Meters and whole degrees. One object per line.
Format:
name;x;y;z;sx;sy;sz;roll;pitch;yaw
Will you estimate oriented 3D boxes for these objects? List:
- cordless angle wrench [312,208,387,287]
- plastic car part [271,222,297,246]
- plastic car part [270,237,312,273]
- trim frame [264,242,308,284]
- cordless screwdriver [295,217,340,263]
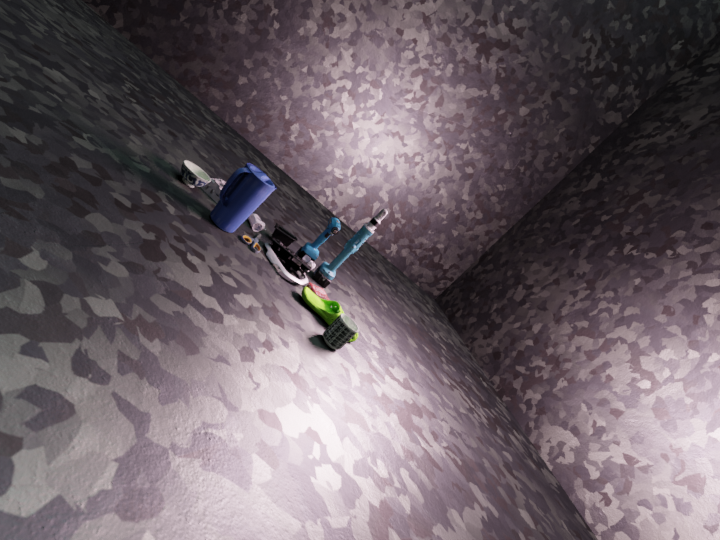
cordless angle wrench;-0.037;-0.103;1.805;0.073;0.425;0.099;42;13;-12
plastic car part;-0.337;-0.141;1.823;0.112;0.071;0.068;39;13;-20
plastic car part;-0.287;-0.054;1.690;0.204;0.067;0.066;43;12;2
trim frame;-0.295;-0.027;1.668;0.174;0.028;0.262;28;19;-51
cordless screwdriver;-0.178;-0.116;1.820;0.072;0.250;0.163;40;13;-17
